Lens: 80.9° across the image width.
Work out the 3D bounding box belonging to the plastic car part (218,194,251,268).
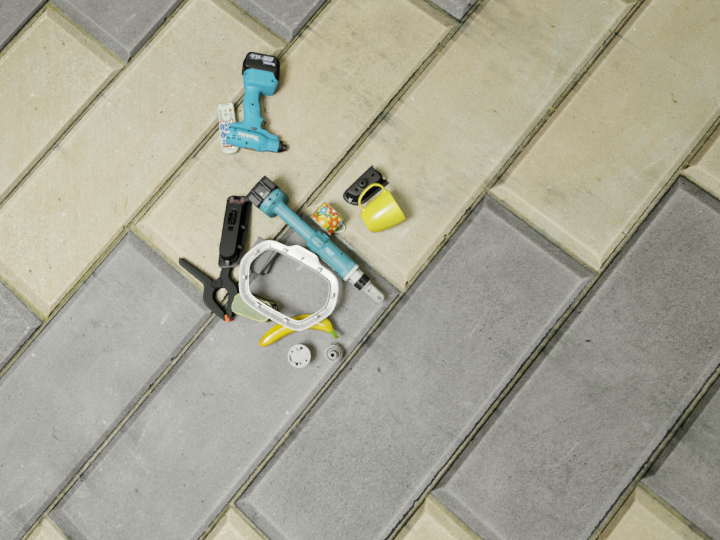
[{"bbox_3d":[-0.320,-0.105,1.067,0.066,0.066,0.206,5,72,-7],"label":"plastic car part"}]

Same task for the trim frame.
[{"bbox_3d":[-0.172,0.030,1.003,0.251,0.027,0.184,29,74,4],"label":"trim frame"}]

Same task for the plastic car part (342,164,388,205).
[{"bbox_3d":[0.010,-0.217,1.071,0.116,0.070,0.067,-41,83,-5],"label":"plastic car part"}]

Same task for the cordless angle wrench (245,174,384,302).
[{"bbox_3d":[-0.103,-0.067,1.052,0.427,0.097,0.074,42,90,5],"label":"cordless angle wrench"}]

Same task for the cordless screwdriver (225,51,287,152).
[{"bbox_3d":[-0.256,-0.436,1.118,0.155,0.076,0.250,10,84,-14],"label":"cordless screwdriver"}]
